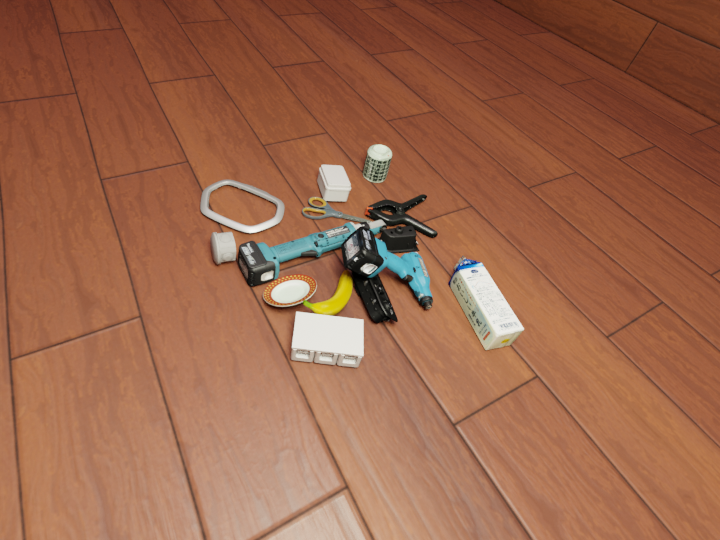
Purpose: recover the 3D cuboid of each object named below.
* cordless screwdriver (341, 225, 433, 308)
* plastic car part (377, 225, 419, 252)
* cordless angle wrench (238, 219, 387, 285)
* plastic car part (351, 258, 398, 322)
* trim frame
[{"bbox_3d":[0.075,-0.001,1.013,0.236,0.075,0.166,20,41,-34],"label":"cordless screwdriver"},{"bbox_3d":[0.105,-0.092,1.153,0.114,0.069,0.069,-5,50,-18],"label":"plastic car part"},{"bbox_3d":[-0.108,-0.071,1.107,0.411,0.073,0.103,-19,56,-26],"label":"cordless angle wrench"},{"bbox_3d":[0.025,0.045,1.026,0.067,0.062,0.213,-36,53,10],"label":"plastic car part"},{"bbox_3d":[-0.336,-0.185,1.199,0.254,0.027,0.184,20,51,12],"label":"trim frame"}]
